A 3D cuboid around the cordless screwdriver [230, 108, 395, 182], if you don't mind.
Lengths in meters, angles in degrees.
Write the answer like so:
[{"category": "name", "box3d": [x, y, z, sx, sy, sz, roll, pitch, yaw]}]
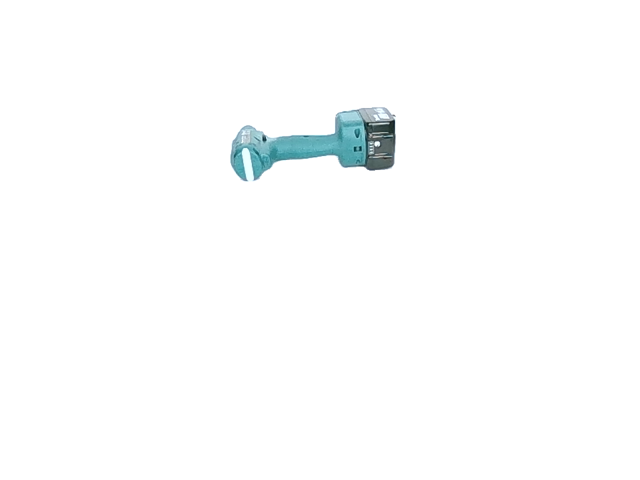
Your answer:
[{"category": "cordless screwdriver", "box3d": [-0.015, -0.157, 0.668, 0.249, 0.074, 0.159, -8, 32, -4]}]
